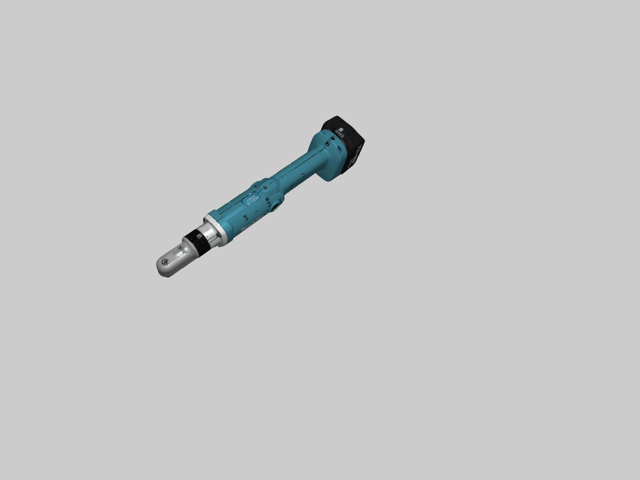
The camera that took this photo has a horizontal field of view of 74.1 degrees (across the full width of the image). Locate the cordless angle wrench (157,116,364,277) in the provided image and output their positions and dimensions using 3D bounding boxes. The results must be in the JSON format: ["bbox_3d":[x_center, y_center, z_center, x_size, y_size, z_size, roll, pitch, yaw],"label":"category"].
[{"bbox_3d":[-0.094,-0.074,0.721,0.421,0.074,0.098,-39,-13,-27],"label":"cordless angle wrench"}]
